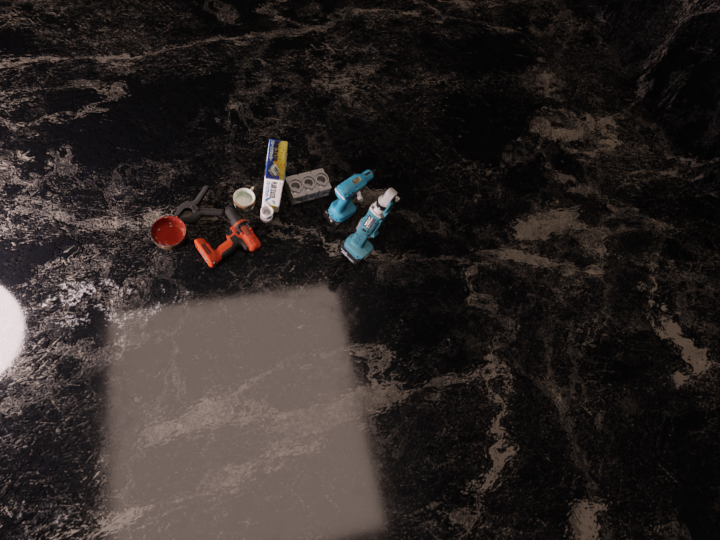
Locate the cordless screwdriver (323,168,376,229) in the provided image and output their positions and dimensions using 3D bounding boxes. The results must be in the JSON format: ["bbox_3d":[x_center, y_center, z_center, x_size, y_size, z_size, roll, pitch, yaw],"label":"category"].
[{"bbox_3d":[-0.035,-0.248,1.441,0.157,0.248,0.076,-37,83,-24],"label":"cordless screwdriver"}]

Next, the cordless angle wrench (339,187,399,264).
[{"bbox_3d":[0.030,-0.139,1.310,0.099,0.422,0.073,46,65,5],"label":"cordless angle wrench"}]
